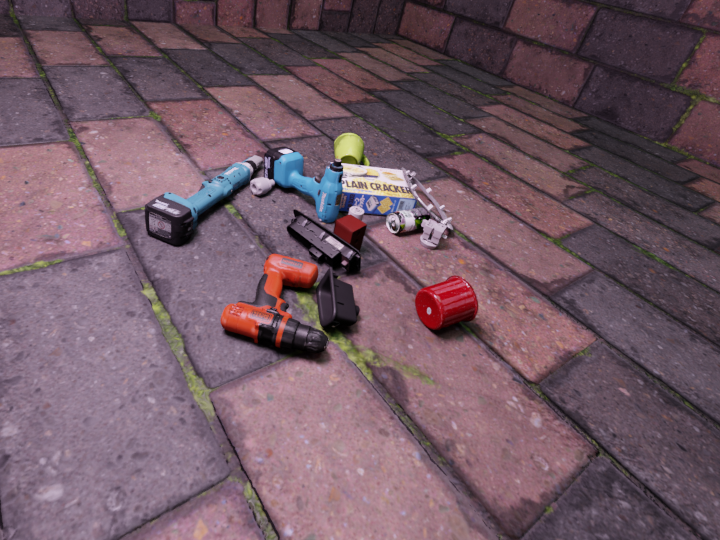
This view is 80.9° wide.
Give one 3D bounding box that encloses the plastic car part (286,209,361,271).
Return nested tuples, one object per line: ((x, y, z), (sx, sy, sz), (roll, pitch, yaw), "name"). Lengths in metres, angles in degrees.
((-0.090, -0.059, 0.920), (0.066, 0.064, 0.213), (-40, 59, -17), "plastic car part")

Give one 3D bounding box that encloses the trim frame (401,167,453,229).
((0.173, -0.195, 1.111), (0.177, 0.028, 0.256), (37, 25, -23), "trim frame")

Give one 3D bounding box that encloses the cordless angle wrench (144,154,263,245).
((-0.342, -0.200, 1.019), (0.100, 0.073, 0.423), (20, 36, 7), "cordless angle wrench")

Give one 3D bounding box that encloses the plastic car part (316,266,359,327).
((-0.037, 0.062, 0.783), (0.068, 0.066, 0.121), (14, 38, -25), "plastic car part")

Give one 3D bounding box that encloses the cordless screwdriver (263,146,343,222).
((-0.139, -0.243, 1.055), (0.072, 0.156, 0.262), (-23, 49, -40), "cordless screwdriver")
